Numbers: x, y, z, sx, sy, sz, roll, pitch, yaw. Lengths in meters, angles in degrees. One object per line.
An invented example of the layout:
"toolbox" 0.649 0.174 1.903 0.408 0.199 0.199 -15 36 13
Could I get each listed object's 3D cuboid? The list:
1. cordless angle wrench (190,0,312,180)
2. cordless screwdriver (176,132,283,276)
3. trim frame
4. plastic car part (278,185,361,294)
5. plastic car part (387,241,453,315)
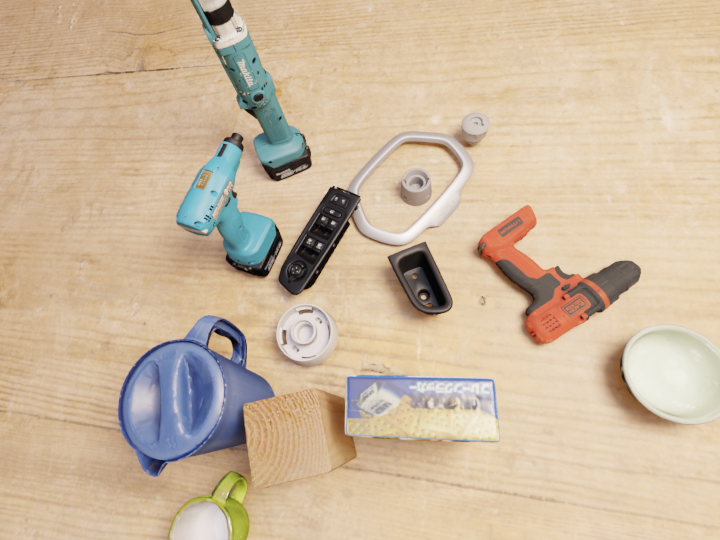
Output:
"cordless angle wrench" -0.170 -0.291 0.672 0.098 0.408 0.077 -21 69 0
"cordless screwdriver" -0.194 -0.094 0.689 0.076 0.240 0.160 16 73 13
"trim frame" 0.088 -0.155 0.769 0.192 0.026 0.248 38 80 23
"plastic car part" -0.072 -0.047 0.739 0.069 0.064 0.203 27 76 19
"plastic car part" 0.097 0.025 0.670 0.066 0.068 0.121 -23 66 1
